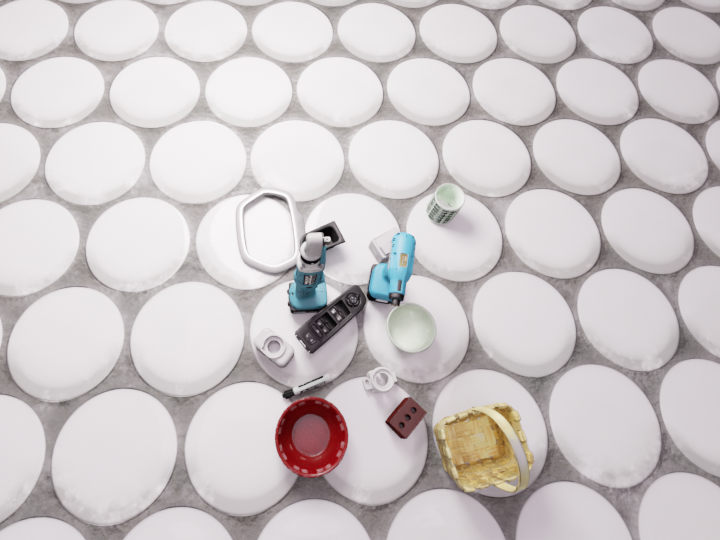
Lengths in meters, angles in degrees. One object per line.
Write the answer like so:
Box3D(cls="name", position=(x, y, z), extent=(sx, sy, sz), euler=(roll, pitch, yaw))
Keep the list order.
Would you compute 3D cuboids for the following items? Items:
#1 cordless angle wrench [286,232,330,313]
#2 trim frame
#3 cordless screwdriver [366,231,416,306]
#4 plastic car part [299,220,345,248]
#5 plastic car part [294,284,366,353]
Box3D(cls="cordless angle wrench", position=(-0.108, 0.011, 0.889), extent=(0.097, 0.418, 0.076), euler=(-2, 72, -10))
Box3D(cls="trim frame", position=(-0.241, -0.111, 1.136), extent=(0.182, 0.027, 0.255), euler=(-9, 70, -7))
Box3D(cls="cordless screwdriver", position=(0.069, 0.028, 0.985), extent=(0.074, 0.246, 0.161), euler=(12, 70, -5))
Box3D(cls="plastic car part", position=(-0.108, -0.071, 1.106), extent=(0.115, 0.070, 0.068), euler=(-24, 75, -13))
Box3D(cls="plastic car part", position=(-0.067, 0.118, 1.038), extent=(0.201, 0.066, 0.068), euler=(-40, 79, -17))
